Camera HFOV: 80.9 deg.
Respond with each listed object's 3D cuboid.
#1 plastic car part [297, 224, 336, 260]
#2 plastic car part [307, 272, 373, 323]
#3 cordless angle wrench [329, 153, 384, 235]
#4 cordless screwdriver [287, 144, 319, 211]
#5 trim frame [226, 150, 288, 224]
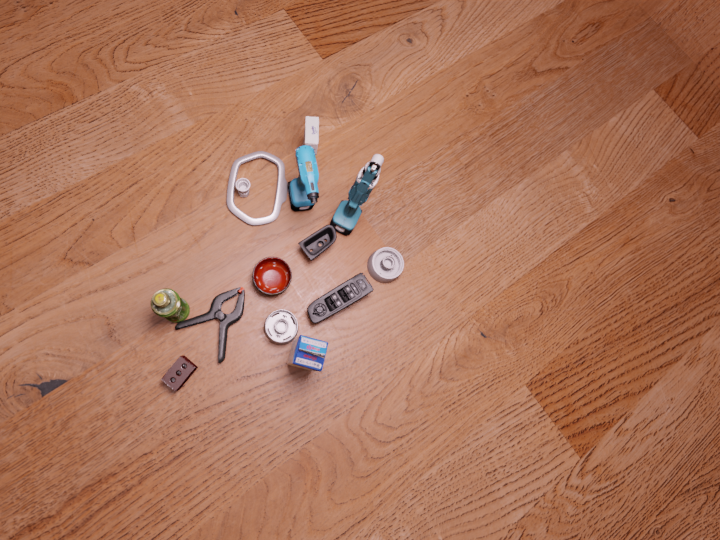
[{"bbox_3d":[-0.124,-0.081,1.270,0.115,0.071,0.067,-36,85,-16],"label":"plastic car part"},{"bbox_3d":[-0.066,0.084,1.232,0.200,0.067,0.067,-30,83,-15],"label":"plastic car part"},{"bbox_3d":[-0.005,-0.204,1.138,0.074,0.423,0.098,28,73,-5],"label":"cordless angle wrench"},{"bbox_3d":[-0.158,-0.232,1.217,0.073,0.249,0.162,-8,78,-14],"label":"cordless screwdriver"},{"bbox_3d":[-0.319,-0.259,1.319,0.182,0.027,0.252,5,73,-6],"label":"trim frame"}]
